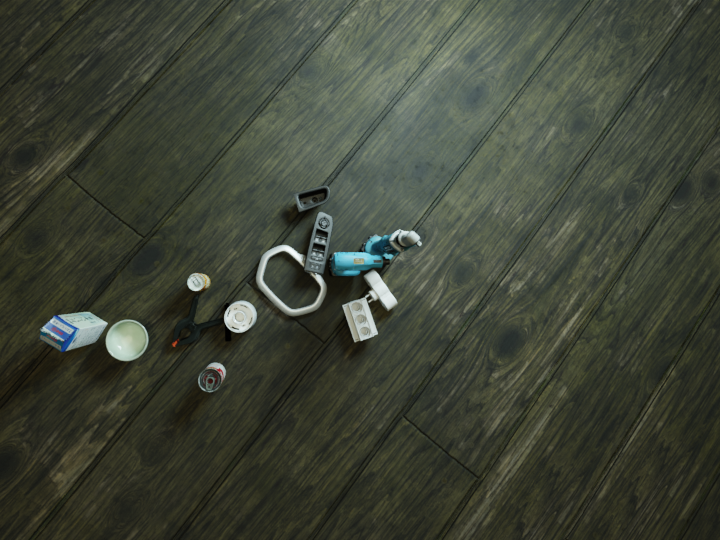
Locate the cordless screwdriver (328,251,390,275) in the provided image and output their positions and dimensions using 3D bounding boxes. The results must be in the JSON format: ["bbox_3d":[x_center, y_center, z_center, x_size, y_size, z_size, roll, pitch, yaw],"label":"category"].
[{"bbox_3d":[-0.015,-0.021,1.284,0.157,0.251,0.075,0,88,-9],"label":"cordless screwdriver"}]

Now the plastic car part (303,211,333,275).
[{"bbox_3d":[-0.134,-0.088,1.372,0.066,0.067,0.204,12,83,-7],"label":"plastic car part"}]

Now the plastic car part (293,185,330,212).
[{"bbox_3d":[-0.156,-0.232,1.383,0.115,0.071,0.066,-18,89,-8],"label":"plastic car part"}]

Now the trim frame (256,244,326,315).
[{"bbox_3d":[-0.224,0.033,1.372,0.248,0.027,0.183,44,82,0],"label":"trim frame"}]

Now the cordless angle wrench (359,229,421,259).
[{"bbox_3d":[0.086,-0.072,1.211,0.097,0.426,0.074,44,81,-6],"label":"cordless angle wrench"}]
